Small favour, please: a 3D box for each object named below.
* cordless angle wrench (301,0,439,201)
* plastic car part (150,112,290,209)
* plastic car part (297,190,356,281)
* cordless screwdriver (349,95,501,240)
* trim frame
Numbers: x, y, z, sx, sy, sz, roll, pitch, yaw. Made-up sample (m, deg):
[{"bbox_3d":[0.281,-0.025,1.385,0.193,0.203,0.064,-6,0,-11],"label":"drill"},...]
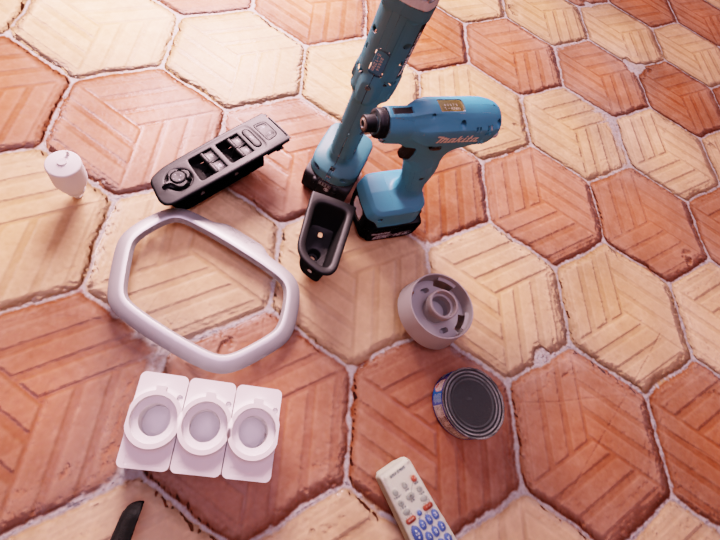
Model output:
[{"bbox_3d":[0.019,-0.225,0.487,0.074,0.423,0.098,30,61,-5],"label":"cordless angle wrench"},{"bbox_3d":[-0.198,-0.147,0.595,0.199,0.067,0.068,-38,81,-27],"label":"plastic car part"},{"bbox_3d":[-0.056,-0.037,0.575,0.065,0.071,0.118,19,61,-8],"label":"plastic car part"},{"bbox_3d":[0.044,-0.123,0.543,0.155,0.249,0.076,-7,70,-21],"label":"cordless screwdriver"},{"bbox_3d":[-0.194,0.018,0.536,0.249,0.027,0.184,29,61,1],"label":"trim frame"}]
